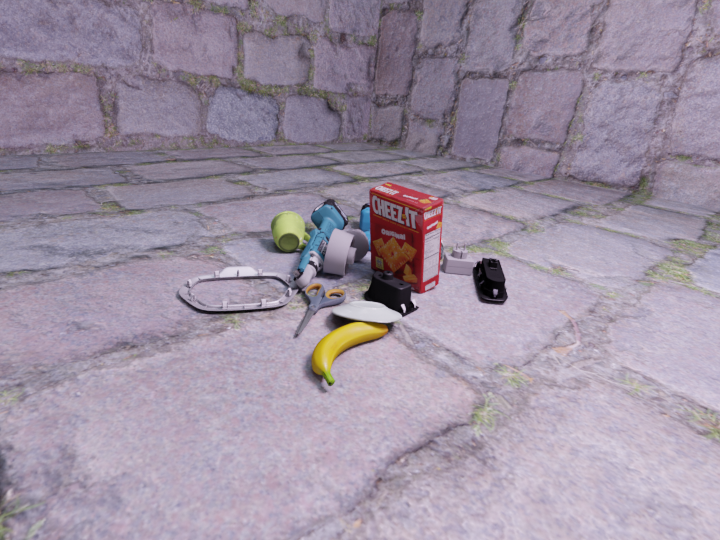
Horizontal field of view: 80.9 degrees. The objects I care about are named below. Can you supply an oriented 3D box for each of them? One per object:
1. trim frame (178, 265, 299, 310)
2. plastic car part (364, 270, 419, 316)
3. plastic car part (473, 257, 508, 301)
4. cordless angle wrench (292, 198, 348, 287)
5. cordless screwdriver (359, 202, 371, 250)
[{"bbox_3d":[-0.251,0.035,0.888,0.243,0.027,0.192,-5,24,-15],"label":"trim frame"},{"bbox_3d":[0.059,0.038,0.874,0.063,0.070,0.123,-16,33,-43],"label":"plastic car part"},{"bbox_3d":[0.309,0.013,0.991,0.067,0.066,0.203,15,27,6],"label":"plastic car part"},{"bbox_3d":[-0.106,-0.069,1.080,0.075,0.095,0.428,-32,20,20],"label":"cordless angle wrench"},{"bbox_3d":[0.025,-0.129,1.260,0.159,0.073,0.254,3,27,-1],"label":"cordless screwdriver"}]
